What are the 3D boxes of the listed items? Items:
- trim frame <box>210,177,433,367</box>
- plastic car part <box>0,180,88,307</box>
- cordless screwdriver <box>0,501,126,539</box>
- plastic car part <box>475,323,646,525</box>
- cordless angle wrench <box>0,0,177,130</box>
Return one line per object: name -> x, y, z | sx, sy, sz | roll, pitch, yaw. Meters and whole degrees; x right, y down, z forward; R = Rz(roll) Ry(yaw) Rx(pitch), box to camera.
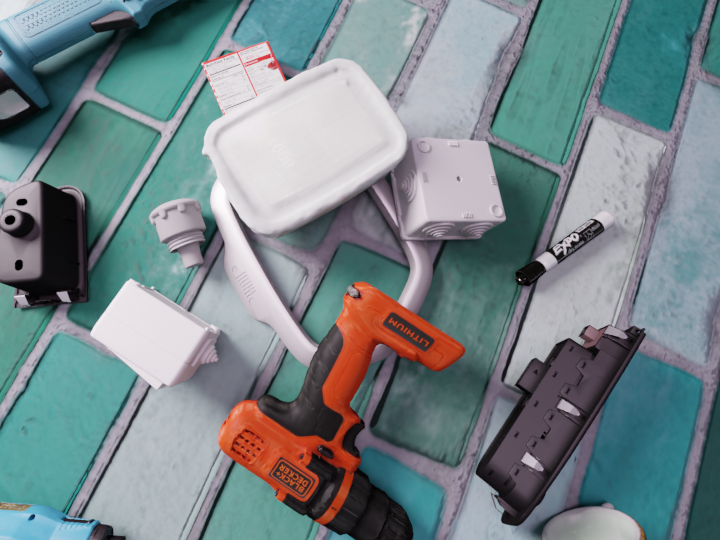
trim frame -> -0.040, -0.026, 0.412 | 0.182, 0.027, 0.251 | -31, 83, -10
plastic car part -> -0.288, -0.028, 0.375 | 0.065, 0.071, 0.118 | -5, 82, -8
cordless screwdriver -> -0.273, 0.309, 0.303 | 0.158, 0.074, 0.252 | 5, 74, -4
plastic car part -> 0.168, 0.125, 0.373 | 0.069, 0.065, 0.203 | 33, 78, 11
cordless angle wrench -> -0.231, -0.291, 0.438 | 0.419, 0.074, 0.099 | -37, 85, -13
